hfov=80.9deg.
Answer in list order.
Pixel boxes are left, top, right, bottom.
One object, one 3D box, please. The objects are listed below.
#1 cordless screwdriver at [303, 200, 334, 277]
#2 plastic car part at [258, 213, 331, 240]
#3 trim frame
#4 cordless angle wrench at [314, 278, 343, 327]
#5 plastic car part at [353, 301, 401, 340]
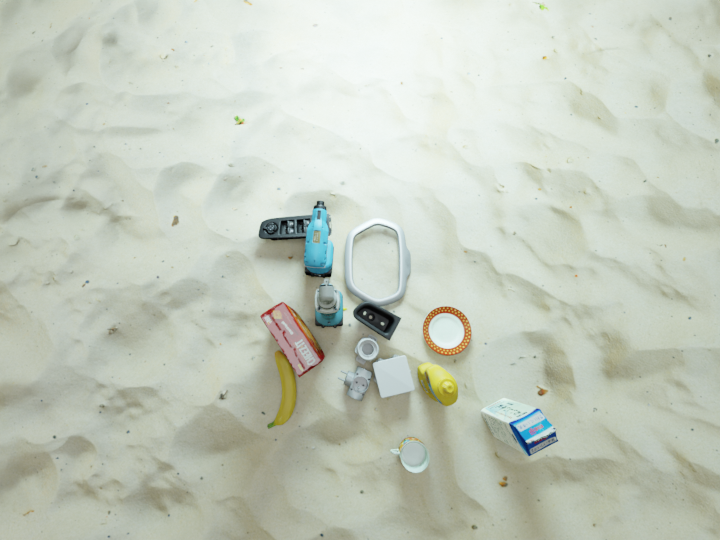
[{"bbox_3d":[-0.105,-0.069,1.074,0.074,0.246,0.161,5,79,-2],"label":"cordless screwdriver"},{"bbox_3d":[-0.182,-0.116,1.179,0.203,0.066,0.067,-3,79,1],"label":"plastic car part"},{"bbox_3d":[0.048,-0.025,1.170,0.185,0.027,0.252,-1,77,2],"label":"trim frame"},{"bbox_3d":[-0.073,0.075,0.953,0.074,0.418,0.099,0,80,-3],"label":"cordless angle wrench"},{"bbox_3d":[0.037,0.126,1.115,0.118,0.070,0.066,29,80,6],"label":"plastic car part"}]
